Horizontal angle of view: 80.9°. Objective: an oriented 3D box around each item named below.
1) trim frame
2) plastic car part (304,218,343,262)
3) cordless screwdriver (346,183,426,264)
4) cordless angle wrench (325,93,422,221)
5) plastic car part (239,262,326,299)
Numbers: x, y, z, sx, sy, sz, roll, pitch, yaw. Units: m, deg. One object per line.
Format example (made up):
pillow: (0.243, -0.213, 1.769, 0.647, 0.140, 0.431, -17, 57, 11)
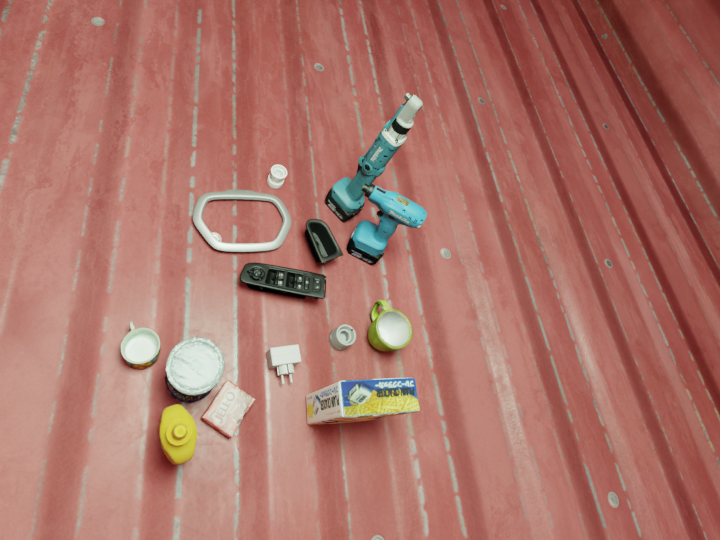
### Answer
trim frame: (-0.293, -0.129, 1.063, 0.240, 0.027, 0.189, -4, 66, -23)
plastic car part: (-0.105, -0.069, 1.078, 0.064, 0.071, 0.119, -19, 74, -29)
cordless screwdriver: (0.034, -0.116, 1.049, 0.157, 0.250, 0.075, 30, 59, -9)
cordless angle wrench: (0.030, -0.259, 1.017, 0.073, 0.426, 0.099, -39, 88, -33)
plastic car part: (-0.185, 0.028, 1.001, 0.198, 0.067, 0.068, 13, 62, -15)
